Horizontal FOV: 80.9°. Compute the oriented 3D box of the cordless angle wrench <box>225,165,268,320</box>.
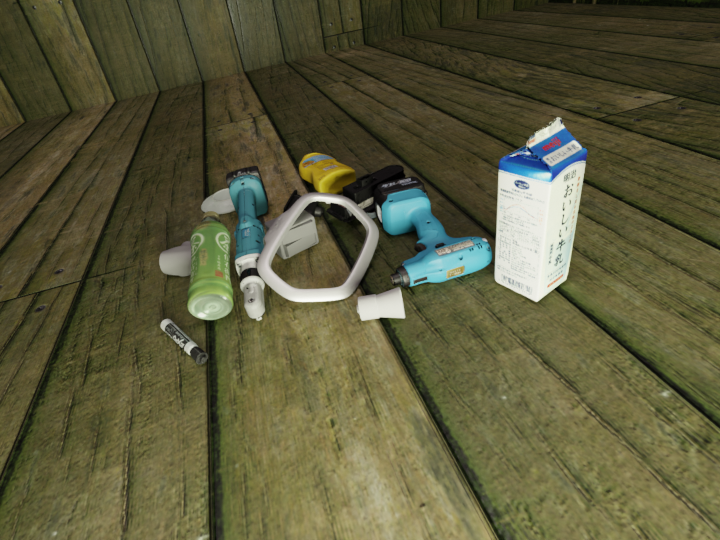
[{"bbox_3d":[-0.210,-0.069,0.802,0.074,0.094,0.442,-16,39,-4],"label":"cordless angle wrench"}]

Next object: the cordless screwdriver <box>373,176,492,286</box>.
[{"bbox_3d":[0.087,-0.067,0.729,0.157,0.071,0.261,-18,40,-10],"label":"cordless screwdriver"}]

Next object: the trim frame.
[{"bbox_3d":[-0.071,-0.046,0.723,0.187,0.027,0.250,20,55,7],"label":"trim frame"}]

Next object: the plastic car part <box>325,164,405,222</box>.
[{"bbox_3d":[0.023,-0.169,0.869,0.198,0.065,0.070,-28,35,-29],"label":"plastic car part"}]

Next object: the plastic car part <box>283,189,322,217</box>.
[{"bbox_3d":[-0.116,-0.123,0.877,0.072,0.064,0.118,12,35,4],"label":"plastic car part"}]
